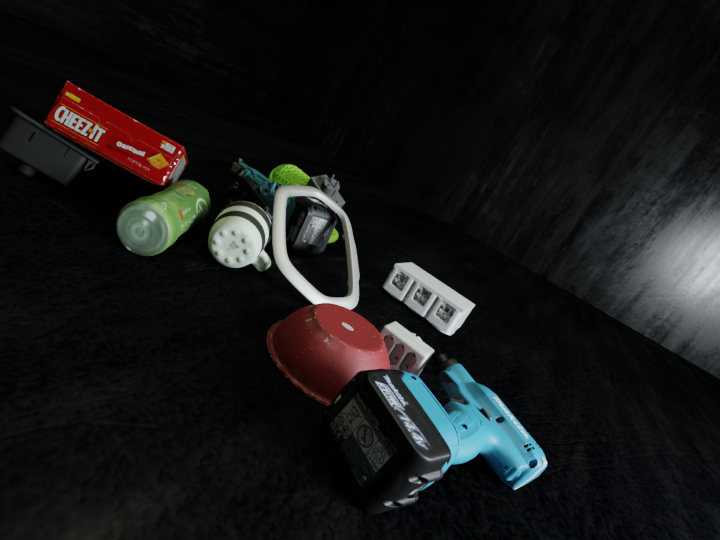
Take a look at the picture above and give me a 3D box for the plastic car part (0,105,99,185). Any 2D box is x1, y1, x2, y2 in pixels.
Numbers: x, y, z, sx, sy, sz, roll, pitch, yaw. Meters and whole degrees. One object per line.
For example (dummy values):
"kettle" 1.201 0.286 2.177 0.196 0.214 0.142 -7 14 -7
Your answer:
"plastic car part" -0.424 -0.156 0.568 0.110 0.071 0.069 32 -6 -33

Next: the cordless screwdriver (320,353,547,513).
"cordless screwdriver" 0.071 0.142 0.428 0.235 0.074 0.168 17 26 -41

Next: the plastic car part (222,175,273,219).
"plastic car part" -0.216 -0.128 0.825 0.063 0.066 0.215 27 13 -43

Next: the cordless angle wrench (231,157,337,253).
"cordless angle wrench" -0.203 -0.168 0.936 0.070 0.097 0.448 14 18 -42

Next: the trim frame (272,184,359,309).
"trim frame" -0.067 -0.044 0.689 0.175 0.028 0.258 22 43 -33
